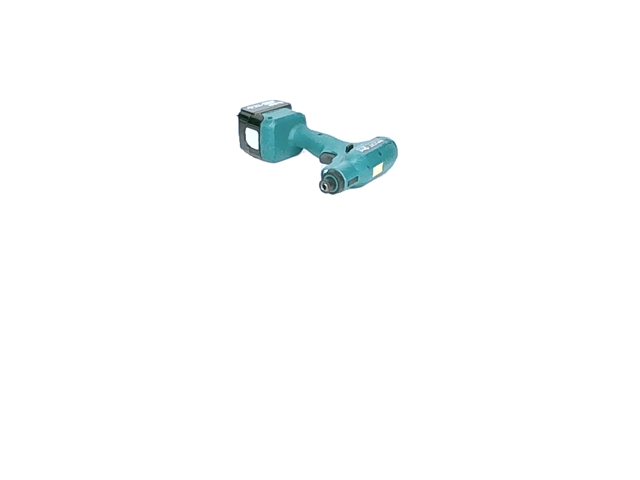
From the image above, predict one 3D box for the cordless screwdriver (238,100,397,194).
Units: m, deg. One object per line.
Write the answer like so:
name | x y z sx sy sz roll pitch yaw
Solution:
cordless screwdriver | -0.026 -0.138 0.637 0.250 0.074 0.158 25 41 29
